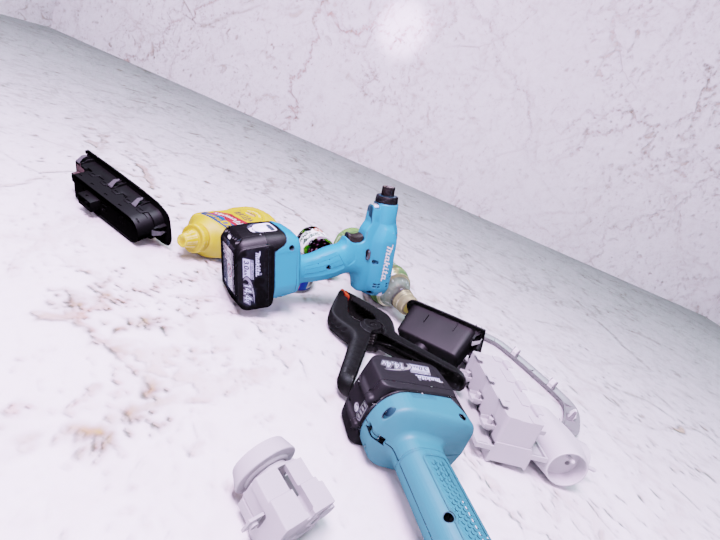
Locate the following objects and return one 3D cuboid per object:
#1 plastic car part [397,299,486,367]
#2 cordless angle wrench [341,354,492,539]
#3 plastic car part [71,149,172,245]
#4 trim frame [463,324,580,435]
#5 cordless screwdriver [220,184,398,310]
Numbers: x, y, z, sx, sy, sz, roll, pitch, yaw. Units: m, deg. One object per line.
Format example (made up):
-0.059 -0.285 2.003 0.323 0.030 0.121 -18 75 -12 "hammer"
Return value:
0.102 0.097 0.589 0.122 0.063 0.070 22 47 28 "plastic car part"
0.093 0.223 0.245 0.094 0.074 0.443 14 24 -26 "cordless angle wrench"
-0.344 -0.098 0.591 0.210 0.065 0.065 30 29 18 "plastic car part"
0.218 0.148 0.644 0.175 0.027 0.262 9 26 -34 "trim frame"
-0.055 -0.036 0.561 0.239 0.157 0.078 -4 24 -30 "cordless screwdriver"
